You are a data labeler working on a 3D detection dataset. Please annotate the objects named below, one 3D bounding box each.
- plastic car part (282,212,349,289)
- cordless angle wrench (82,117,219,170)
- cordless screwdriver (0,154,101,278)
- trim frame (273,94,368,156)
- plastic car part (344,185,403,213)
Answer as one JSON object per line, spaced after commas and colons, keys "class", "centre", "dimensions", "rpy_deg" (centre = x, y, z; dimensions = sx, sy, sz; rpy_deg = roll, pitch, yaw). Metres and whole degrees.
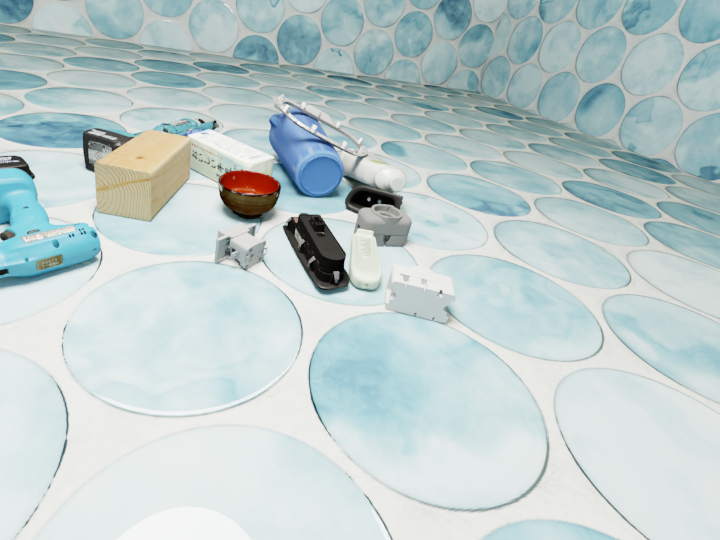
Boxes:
{"class": "plastic car part", "centre": [-0.067, -0.044, 0.684], "dimensions": [0.064, 0.066, 0.213], "rpy_deg": [5, 33, -28]}
{"class": "cordless angle wrench", "centre": [-0.455, -0.314, 0.988], "dimensions": [0.099, 0.073, 0.424], "rpy_deg": [16, 29, 5]}
{"class": "cordless screwdriver", "centre": [-0.491, -0.070, 0.576], "dimensions": [0.261, 0.073, 0.154], "rpy_deg": [34, 37, 26]}
{"class": "trim frame", "centre": [-0.083, -0.324, 0.942], "dimensions": [0.239, 0.027, 0.191], "rpy_deg": [20, 28, -22]}
{"class": "plastic car part", "centre": [0.035, -0.140, 0.879], "dimensions": [0.122, 0.065, 0.068], "rpy_deg": [23, 17, 24]}
